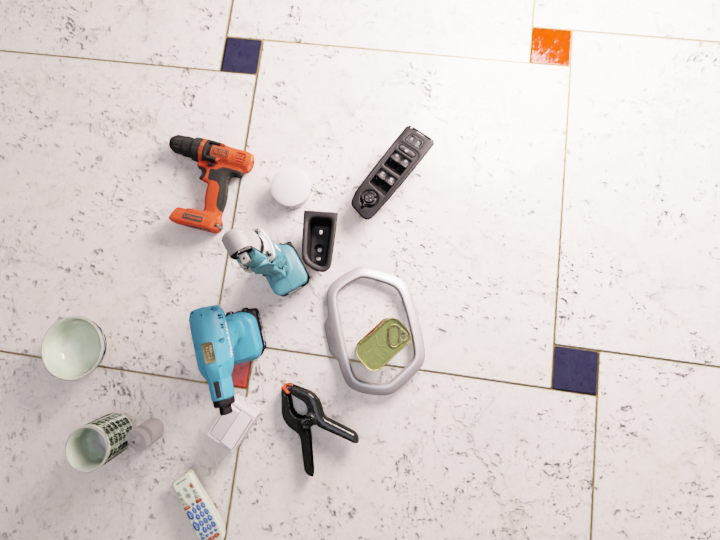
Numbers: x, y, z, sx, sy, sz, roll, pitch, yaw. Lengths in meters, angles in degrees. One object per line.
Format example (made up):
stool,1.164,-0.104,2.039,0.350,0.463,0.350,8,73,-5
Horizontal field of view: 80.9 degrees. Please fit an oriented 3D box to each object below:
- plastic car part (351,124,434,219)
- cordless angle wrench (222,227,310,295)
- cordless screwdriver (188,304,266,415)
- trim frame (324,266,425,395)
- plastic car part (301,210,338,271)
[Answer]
plastic car part,0.056,-0.189,0.846,0.067,0.066,0.203,39,86,4
cordless angle wrench,-0.143,-0.017,0.656,0.074,0.419,0.099,-29,87,-4
cordless screwdriver,-0.219,0.140,0.726,0.074,0.246,0.161,-14,85,-3
trim frame,0.023,0.115,0.825,0.184,0.027,0.251,-14,82,1
plastic car part,-0.081,-0.053,0.833,0.066,0.070,0.117,4,83,1
